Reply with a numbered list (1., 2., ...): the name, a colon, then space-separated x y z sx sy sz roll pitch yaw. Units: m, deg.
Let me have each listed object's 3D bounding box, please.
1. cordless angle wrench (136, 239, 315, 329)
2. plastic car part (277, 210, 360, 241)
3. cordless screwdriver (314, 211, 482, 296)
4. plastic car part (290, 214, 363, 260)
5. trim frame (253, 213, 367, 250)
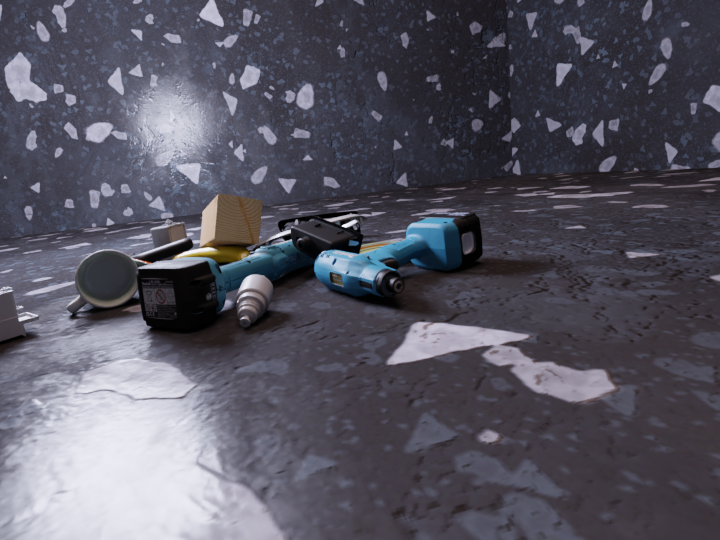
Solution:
1. cordless angle wrench: -0.146 -0.012 0.666 0.102 0.073 0.411 -1 12 25
2. plastic car part: -0.105 -0.096 1.027 0.208 0.064 0.068 -2 38 14
3. cordless screwdriver: 0.075 -0.021 0.589 0.241 0.073 0.167 -19 18 -30
4. plastic car part: -0.065 -0.043 0.665 0.122 0.065 0.068 25 25 29
5. trim frame: -0.101 -0.073 0.873 0.244 0.027 0.187 -18 0 -16
